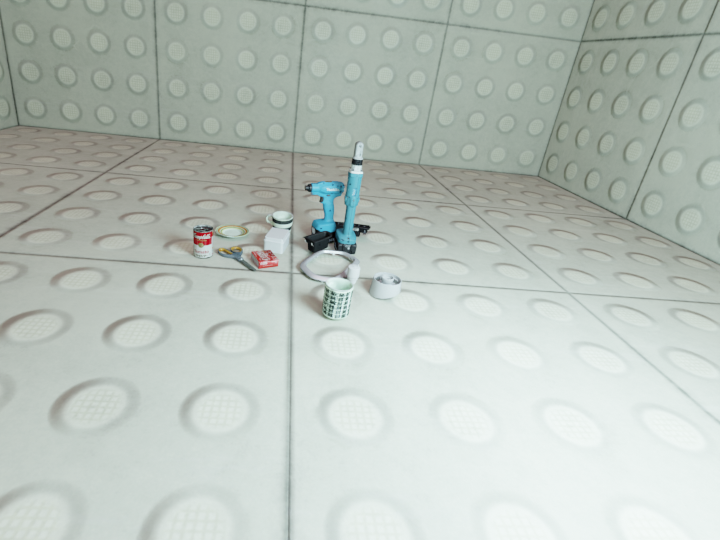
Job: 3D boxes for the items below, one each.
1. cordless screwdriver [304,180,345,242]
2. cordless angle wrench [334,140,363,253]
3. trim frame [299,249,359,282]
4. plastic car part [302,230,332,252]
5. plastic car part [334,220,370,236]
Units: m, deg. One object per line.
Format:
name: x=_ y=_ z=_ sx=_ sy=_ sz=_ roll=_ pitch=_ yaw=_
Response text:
cordless screwdriver: x=-0.154 y=-0.231 z=1.667 sx=0.154 sy=0.244 sz=0.078 roll=-4 pitch=27 yaw=-25
cordless angle wrench: x=-0.033 y=-0.265 z=1.570 sx=0.073 sy=0.415 sz=0.102 roll=3 pitch=25 yaw=-14
trim frame: x=-0.104 y=-0.018 z=1.488 sx=0.191 sy=0.027 sz=0.244 roll=17 pitch=28 yaw=20
plastic car part: x=-0.157 y=-0.102 z=1.602 sx=0.070 sy=0.069 sz=0.112 roll=27 pitch=32 yaw=35
plastic car part: x=-0.064 y=-0.175 z=1.778 sx=0.207 sy=0.066 sz=0.066 roll=12 pitch=25 yaw=10
